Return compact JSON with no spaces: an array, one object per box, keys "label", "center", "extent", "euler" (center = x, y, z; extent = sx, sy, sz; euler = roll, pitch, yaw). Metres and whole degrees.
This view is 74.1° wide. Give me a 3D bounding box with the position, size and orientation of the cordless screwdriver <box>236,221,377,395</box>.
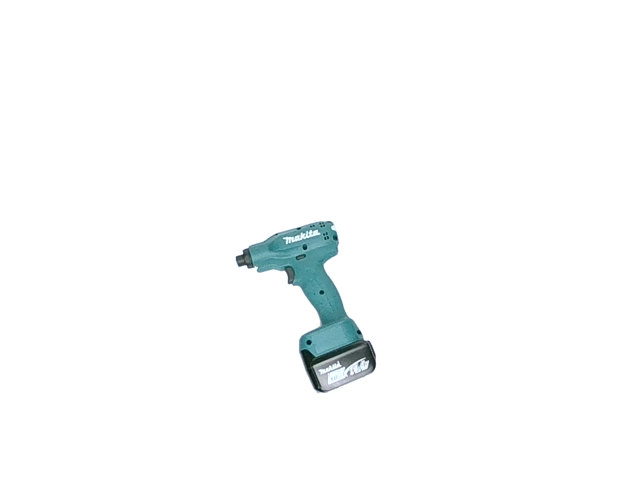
[{"label":"cordless screwdriver","center":[-0.022,0.097,0.620],"extent":[0.159,0.248,0.074],"euler":[-16,-22,-6]}]
